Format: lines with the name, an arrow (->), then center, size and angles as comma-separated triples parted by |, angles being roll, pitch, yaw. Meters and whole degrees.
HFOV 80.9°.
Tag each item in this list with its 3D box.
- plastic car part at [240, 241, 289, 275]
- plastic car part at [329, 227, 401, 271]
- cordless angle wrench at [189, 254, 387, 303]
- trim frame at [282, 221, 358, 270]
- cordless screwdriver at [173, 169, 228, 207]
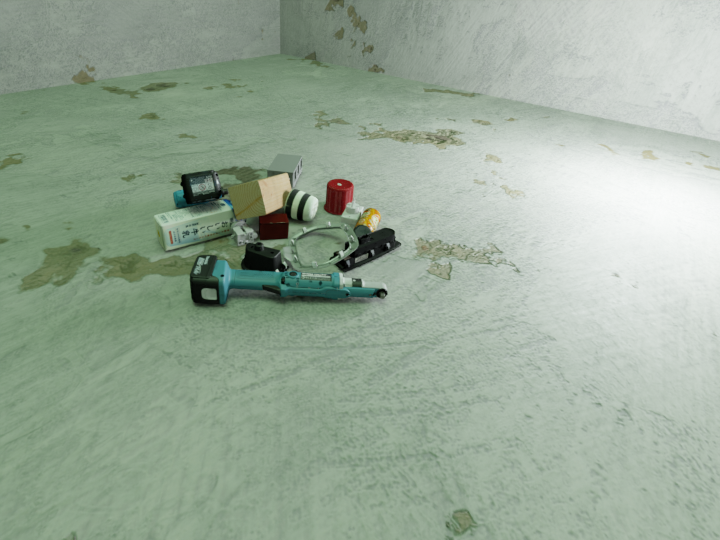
plastic car part -> -0.234, -0.031, 1.003 | 0.120, 0.069, 0.065 | 19, 35, 15
plastic car part -> 0.018, -0.064, 1.078 | 0.196, 0.065, 0.070 | -20, 34, -33
cordless angle wrench -> -0.151, 0.030, 0.927 | 0.421, 0.072, 0.101 | 3, 35, -3
trim frame -> -0.103, -0.067, 1.050 | 0.184, 0.026, 0.258 | -19, 31, -2
cordless screwdriver -> -0.430, -0.222, 1.177 | 0.155, 0.074, 0.258 | -15, 8, -25
